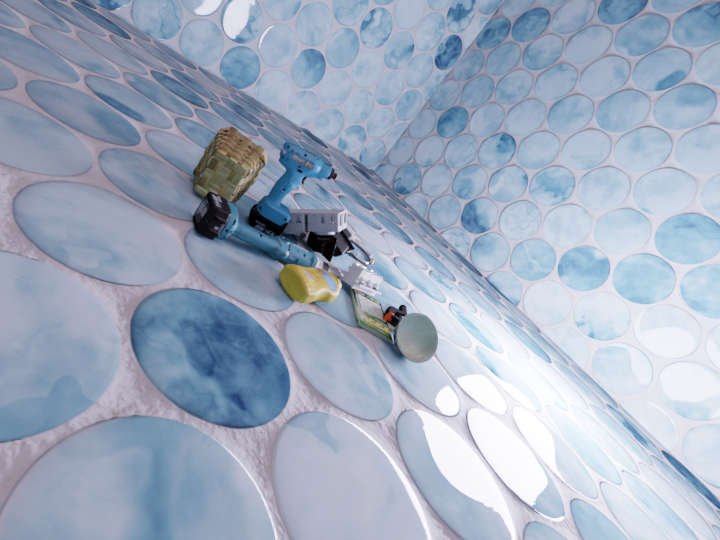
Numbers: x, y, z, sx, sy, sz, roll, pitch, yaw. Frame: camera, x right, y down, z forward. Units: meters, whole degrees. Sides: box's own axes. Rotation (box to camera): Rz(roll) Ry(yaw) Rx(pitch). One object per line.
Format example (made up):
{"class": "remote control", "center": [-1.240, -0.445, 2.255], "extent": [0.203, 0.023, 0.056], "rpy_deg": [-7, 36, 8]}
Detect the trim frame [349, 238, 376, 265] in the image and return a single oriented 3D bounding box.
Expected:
{"class": "trim frame", "center": [-0.042, -0.098, 1.504], "extent": [0.247, 0.027, 0.184], "rpy_deg": [38, 19, -3]}

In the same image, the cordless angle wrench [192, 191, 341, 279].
{"class": "cordless angle wrench", "center": [-0.200, -0.056, 1.034], "extent": [0.400, 0.074, 0.103], "rpy_deg": [27, 18, -37]}

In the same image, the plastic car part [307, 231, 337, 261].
{"class": "plastic car part", "center": [-0.118, -0.077, 1.208], "extent": [0.066, 0.066, 0.208], "rpy_deg": [7, 11, -13]}

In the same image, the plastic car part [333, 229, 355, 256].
{"class": "plastic car part", "center": [-0.081, -0.089, 1.317], "extent": [0.113, 0.068, 0.071], "rpy_deg": [56, 39, -19]}

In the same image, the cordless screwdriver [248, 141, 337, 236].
{"class": "cordless screwdriver", "center": [-0.182, -0.198, 1.115], "extent": [0.153, 0.249, 0.077], "rpy_deg": [25, 22, -24]}
